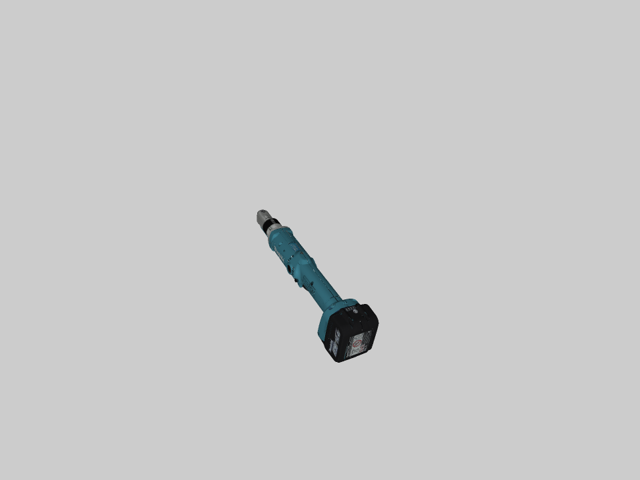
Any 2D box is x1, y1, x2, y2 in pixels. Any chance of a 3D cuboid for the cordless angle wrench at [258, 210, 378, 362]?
[{"bbox_3d":[-0.038,0.055,0.848,0.074,0.098,0.422,-13,41,-27],"label":"cordless angle wrench"}]
